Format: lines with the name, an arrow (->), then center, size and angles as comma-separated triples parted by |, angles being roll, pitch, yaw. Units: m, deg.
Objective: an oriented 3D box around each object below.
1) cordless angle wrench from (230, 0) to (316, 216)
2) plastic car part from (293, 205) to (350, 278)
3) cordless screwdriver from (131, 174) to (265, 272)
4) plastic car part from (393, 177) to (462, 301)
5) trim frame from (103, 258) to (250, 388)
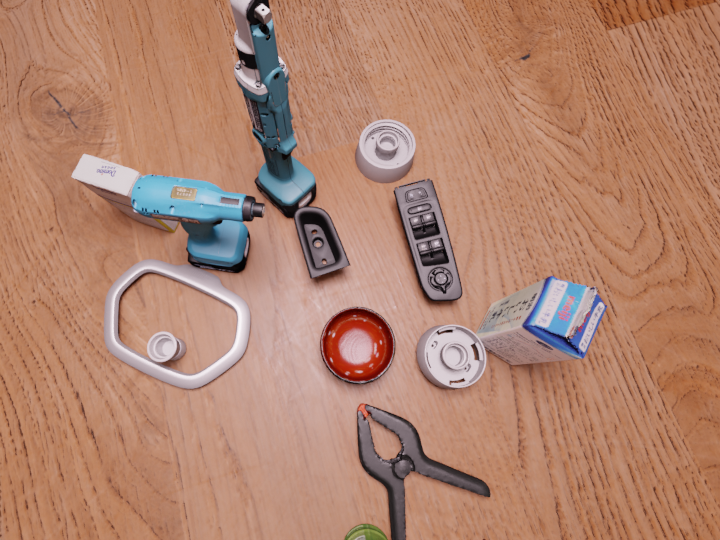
cordless angle wrench -> -0.116, -0.192, 0.564 | 0.100, 0.417, 0.074 | 44, 77, 7
plastic car part -> -0.068, -0.045, 0.698 | 0.065, 0.070, 0.119 | -18, 75, -7
cordless screwdriver -> -0.204, -0.060, 0.614 | 0.160, 0.245, 0.075 | 8, 75, -1
plastic car part -> 0.108, -0.044, 0.696 | 0.066, 0.066, 0.208 | -13, 73, -5
trim frame -> -0.299, 0.080, 0.686 | 0.252, 0.027, 0.185 | 21, 74, 7
